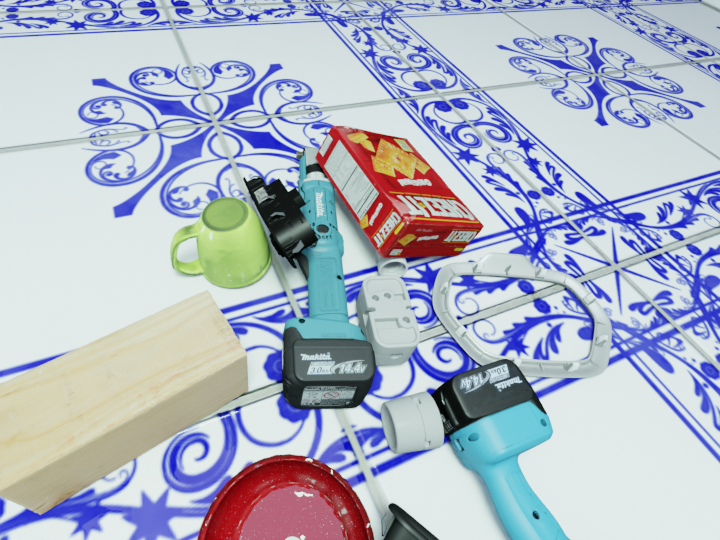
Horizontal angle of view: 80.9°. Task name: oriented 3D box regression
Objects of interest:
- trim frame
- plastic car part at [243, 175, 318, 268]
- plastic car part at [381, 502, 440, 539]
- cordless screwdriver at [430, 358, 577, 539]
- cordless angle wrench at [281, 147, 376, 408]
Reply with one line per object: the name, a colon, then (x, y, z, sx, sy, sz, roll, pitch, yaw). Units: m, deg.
trim frame: (0.218, 0.053, 0.567, 0.247, 0.027, 0.190, 3, 50, -4)
plastic car part: (-0.100, -0.071, 0.542, 0.067, 0.063, 0.213, -24, 36, -5)
plastic car part: (0.052, 0.258, 0.346, 0.118, 0.065, 0.071, 35, 75, 4)
cordless screwdriver: (0.176, 0.214, 0.401, 0.155, 0.073, 0.259, -8, 57, -17)
cordless angle wrench: (-0.056, -0.037, 0.572, 0.097, 0.073, 0.439, 0, 49, -10)
